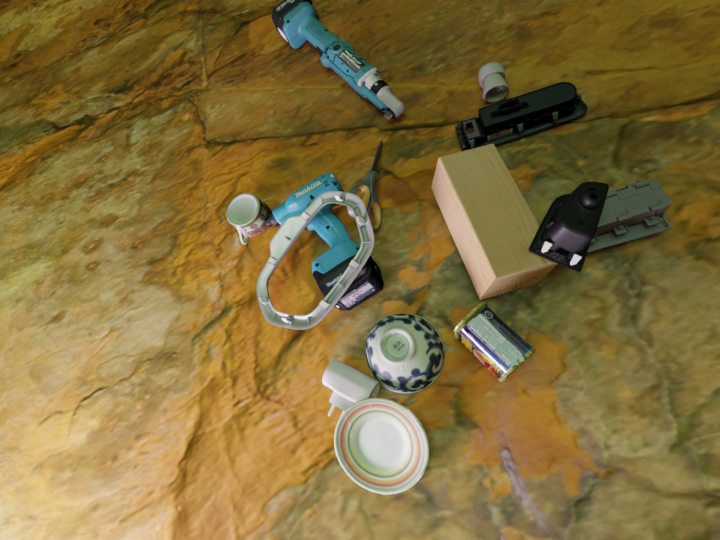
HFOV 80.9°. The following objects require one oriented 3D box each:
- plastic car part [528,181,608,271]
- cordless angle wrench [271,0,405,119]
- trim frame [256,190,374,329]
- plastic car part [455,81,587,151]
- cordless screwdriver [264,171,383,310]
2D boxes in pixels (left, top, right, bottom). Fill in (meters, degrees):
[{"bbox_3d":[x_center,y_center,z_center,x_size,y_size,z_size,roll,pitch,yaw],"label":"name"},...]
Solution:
[{"bbox_3d":[0.277,-0.070,0.537,0.068,0.069,0.116,27,72,13],"label":"plastic car part"},{"bbox_3d":[-0.045,-0.454,0.899,0.098,0.071,0.442,-39,63,1],"label":"cordless angle wrench"},{"bbox_3d":[-0.081,-0.020,0.678,0.248,0.026,0.195,-54,50,6],"label":"trim frame"},{"bbox_3d":[0.268,-0.266,0.711,0.206,0.064,0.068,-12,59,12],"label":"plastic car part"},{"bbox_3d":[-0.072,-0.047,0.740,0.160,0.070,0.260,-30,59,9],"label":"cordless screwdriver"}]
